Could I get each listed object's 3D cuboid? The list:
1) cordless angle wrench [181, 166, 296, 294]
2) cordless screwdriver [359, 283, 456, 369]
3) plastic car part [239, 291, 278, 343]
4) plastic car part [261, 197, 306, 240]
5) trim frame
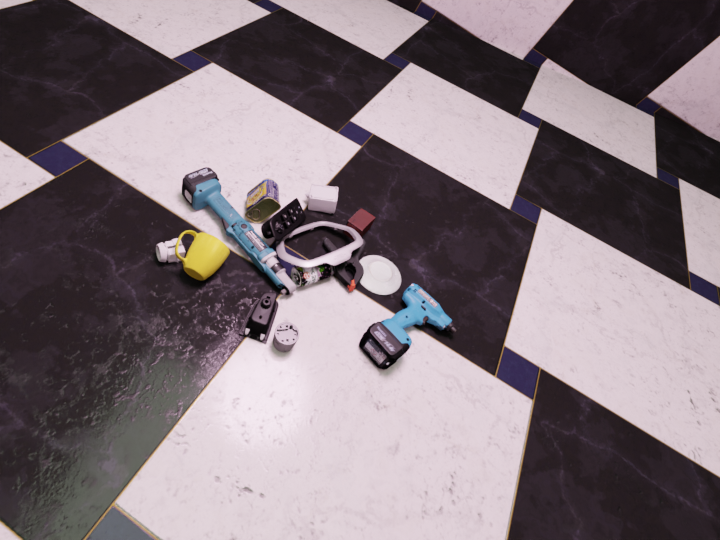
[{"bbox_3d":[-0.308,-0.099,1.096,0.096,0.074,0.436,-32,70,-35],"label":"cordless angle wrench"},{"bbox_3d":[0.123,0.147,1.033,0.164,0.074,0.243,41,49,15],"label":"cordless screwdriver"},{"bbox_3d":[-0.223,0.094,0.967,0.065,0.070,0.118,20,53,-6],"label":"plastic car part"},{"bbox_3d":[-0.210,-0.133,1.127,0.069,0.064,0.204,-10,22,15],"label":"plastic car part"},{"bbox_3d":[-0.109,-0.071,1.117,0.241,0.027,0.195,-24,43,-37],"label":"trim frame"}]
